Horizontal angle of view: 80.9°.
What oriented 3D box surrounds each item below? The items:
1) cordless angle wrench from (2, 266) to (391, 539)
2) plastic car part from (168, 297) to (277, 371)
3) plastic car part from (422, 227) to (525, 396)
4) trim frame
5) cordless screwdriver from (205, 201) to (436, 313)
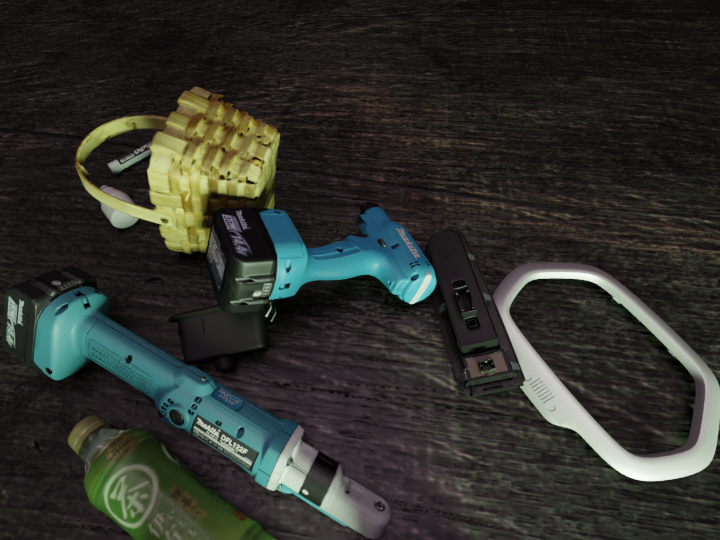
[{"bbox_3d":[-0.166,0.129,0.417,0.433,0.097,0.073,26,23,12],"label":"cordless angle wrench"},{"bbox_3d":[-0.149,0.074,0.474,0.116,0.064,0.073,-15,73,-3],"label":"plastic car part"},{"bbox_3d":[0.114,0.031,0.481,0.067,0.063,0.210,-22,52,16],"label":"plastic car part"},{"bbox_3d":[0.256,0.091,0.458,0.181,0.027,0.260,-26,62,-15],"label":"trim frame"},{"bbox_3d":[-0.048,-0.031,0.486,0.239,0.073,0.167,-1,43,-27],"label":"cordless screwdriver"}]
